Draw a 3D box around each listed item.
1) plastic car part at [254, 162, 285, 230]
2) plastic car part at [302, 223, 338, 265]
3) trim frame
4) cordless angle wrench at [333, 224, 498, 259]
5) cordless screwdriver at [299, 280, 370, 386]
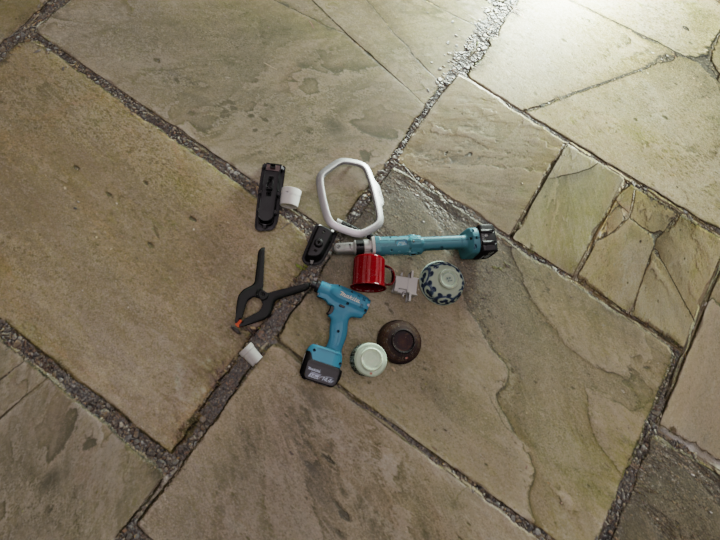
[{"bbox_3d":[-0.246,-0.206,1.148,0.065,0.067,0.205,8,77,-12],"label":"plastic car part"},{"bbox_3d":[-0.109,-0.071,1.114,0.066,0.070,0.117,24,71,0],"label":"plastic car part"},{"bbox_3d":[-0.026,-0.204,1.168,0.181,0.027,0.255,-10,69,-10],"label":"trim frame"},{"bbox_3d":[0.139,-0.067,1.124,0.422,0.096,0.076,-2,74,-2],"label":"cordless angle wrench"},{"bbox_3d":[-0.088,0.152,1.054,0.160,0.073,0.250,21,70,1],"label":"cordless screwdriver"}]
